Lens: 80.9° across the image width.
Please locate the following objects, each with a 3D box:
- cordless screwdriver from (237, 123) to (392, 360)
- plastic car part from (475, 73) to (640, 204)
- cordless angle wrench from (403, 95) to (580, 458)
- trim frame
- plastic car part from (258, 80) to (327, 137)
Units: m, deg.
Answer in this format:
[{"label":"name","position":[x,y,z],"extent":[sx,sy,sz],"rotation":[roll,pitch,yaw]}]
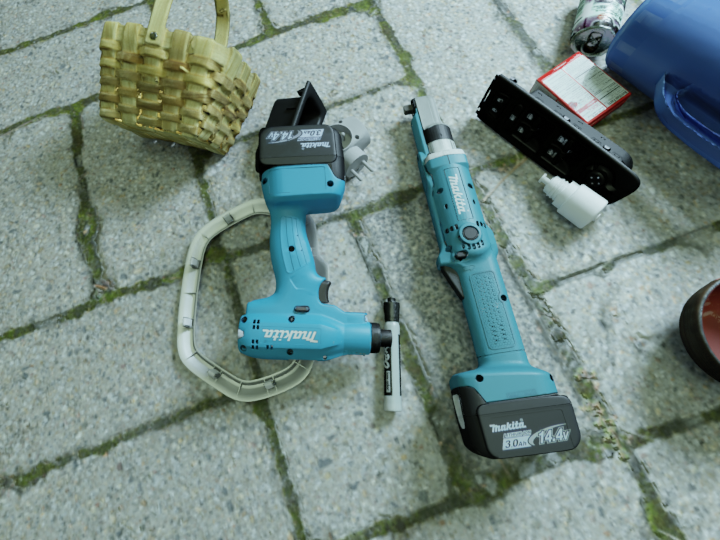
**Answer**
[{"label":"cordless screwdriver","position":[-0.045,-0.030,0.462],"extent":[0.159,0.073,0.251],"rotation":[1,80,-1]},{"label":"plastic car part","position":[0.240,-0.160,0.512],"extent":[0.065,0.065,0.211],"rotation":[-26,66,-32]},{"label":"cordless angle wrench","position":[0.116,-0.029,0.474],"extent":[0.098,0.072,0.435],"rotation":[-10,67,1]},{"label":"trim frame","position":[-0.128,0.024,0.506],"extent":[0.186,0.027,0.254],"rotation":[-2,69,5]},{"label":"plastic car part","position":[-0.100,-0.185,0.565],"extent":[0.074,0.063,0.117],"rotation":[14,76,25]}]
